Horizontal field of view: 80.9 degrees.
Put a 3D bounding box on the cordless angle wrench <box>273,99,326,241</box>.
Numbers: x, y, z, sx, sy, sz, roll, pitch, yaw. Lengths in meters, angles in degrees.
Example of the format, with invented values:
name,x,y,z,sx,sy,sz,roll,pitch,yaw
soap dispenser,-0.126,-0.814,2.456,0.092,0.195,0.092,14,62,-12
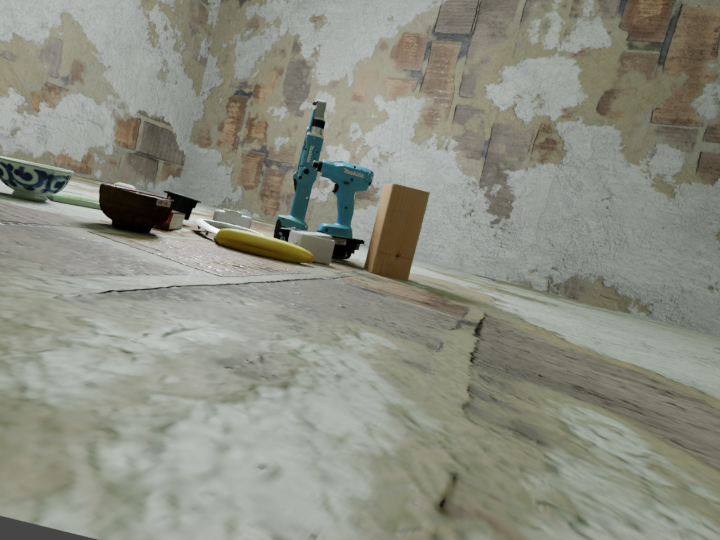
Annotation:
name,x,y,z,sx,sy,sz,roll,pitch,yaw
cordless angle wrench,-0.158,-0.283,1.223,0.098,0.422,0.075,14,3,-3

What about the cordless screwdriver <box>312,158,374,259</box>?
name,x,y,z,sx,sy,sz,roll,pitch,yaw
cordless screwdriver,-0.070,-0.159,1.093,0.156,0.248,0.076,13,3,-10

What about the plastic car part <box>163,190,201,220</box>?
name,x,y,z,sx,sy,sz,roll,pitch,yaw
plastic car part,-0.424,-0.143,0.980,0.066,0.071,0.117,14,5,-4

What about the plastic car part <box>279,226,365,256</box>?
name,x,y,z,sx,sy,sz,roll,pitch,yaw
plastic car part,-0.098,-0.064,1.004,0.198,0.067,0.068,13,4,-13

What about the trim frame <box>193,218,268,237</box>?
name,x,y,z,sx,sy,sz,roll,pitch,yaw
trim frame,-0.265,-0.077,0.919,0.175,0.027,0.261,10,6,-33
